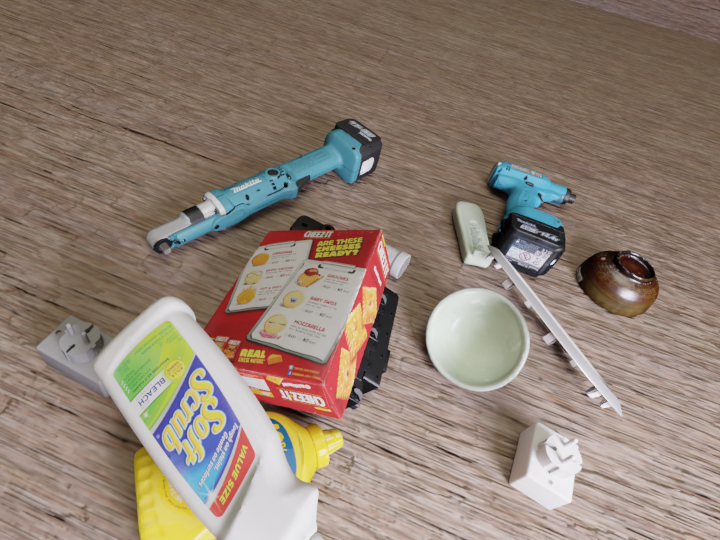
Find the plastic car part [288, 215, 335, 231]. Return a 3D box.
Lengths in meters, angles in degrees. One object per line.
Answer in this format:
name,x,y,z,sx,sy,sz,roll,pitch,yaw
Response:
plastic car part,-0.059,-0.039,0.603,0.119,0.069,0.066,24,49,12

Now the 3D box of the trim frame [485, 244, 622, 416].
trim frame,0.232,0.064,0.531,0.174,0.028,0.261,27,28,-51

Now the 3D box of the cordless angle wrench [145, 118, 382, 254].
cordless angle wrench,-0.139,-0.135,0.675,0.414,0.073,0.102,-34,64,-32

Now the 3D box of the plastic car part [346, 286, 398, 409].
plastic car part,0.008,0.081,0.517,0.066,0.066,0.206,25,48,-12

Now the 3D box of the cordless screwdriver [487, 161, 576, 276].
cordless screwdriver,0.306,-0.096,0.734,0.160,0.073,0.251,18,44,2
